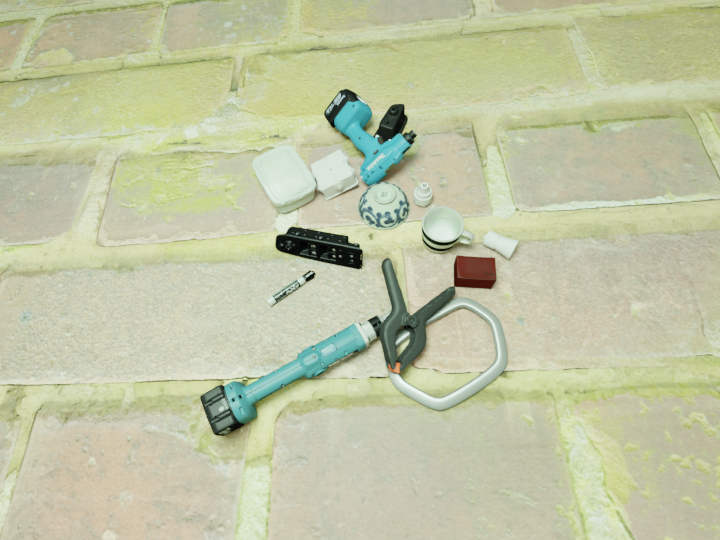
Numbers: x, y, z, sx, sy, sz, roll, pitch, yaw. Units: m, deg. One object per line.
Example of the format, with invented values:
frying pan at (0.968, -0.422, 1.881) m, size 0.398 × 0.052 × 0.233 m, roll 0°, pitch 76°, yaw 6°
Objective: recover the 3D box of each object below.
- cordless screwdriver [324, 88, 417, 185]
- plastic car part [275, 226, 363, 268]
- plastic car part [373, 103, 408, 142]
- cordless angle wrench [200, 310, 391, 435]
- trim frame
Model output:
cordless screwdriver at (0.022, -0.345, 1.029) m, size 0.161 × 0.070 × 0.259 m, roll -42°, pitch 62°, yaw 27°
plastic car part at (-0.092, -0.060, 0.944) m, size 0.207 × 0.064 × 0.068 m, roll 8°, pitch 56°, yaw 10°
plastic car part at (0.080, -0.381, 1.078) m, size 0.068 × 0.069 × 0.117 m, roll 23°, pitch 71°, yaw 13°
cordless angle wrench at (-0.092, 0.176, 0.814) m, size 0.418 × 0.095 × 0.077 m, roll -27°, pitch 69°, yaw -11°
trim frame at (0.167, 0.155, 0.826) m, size 0.247 × 0.026 × 0.192 m, roll -32°, pitch 65°, yaw -7°
